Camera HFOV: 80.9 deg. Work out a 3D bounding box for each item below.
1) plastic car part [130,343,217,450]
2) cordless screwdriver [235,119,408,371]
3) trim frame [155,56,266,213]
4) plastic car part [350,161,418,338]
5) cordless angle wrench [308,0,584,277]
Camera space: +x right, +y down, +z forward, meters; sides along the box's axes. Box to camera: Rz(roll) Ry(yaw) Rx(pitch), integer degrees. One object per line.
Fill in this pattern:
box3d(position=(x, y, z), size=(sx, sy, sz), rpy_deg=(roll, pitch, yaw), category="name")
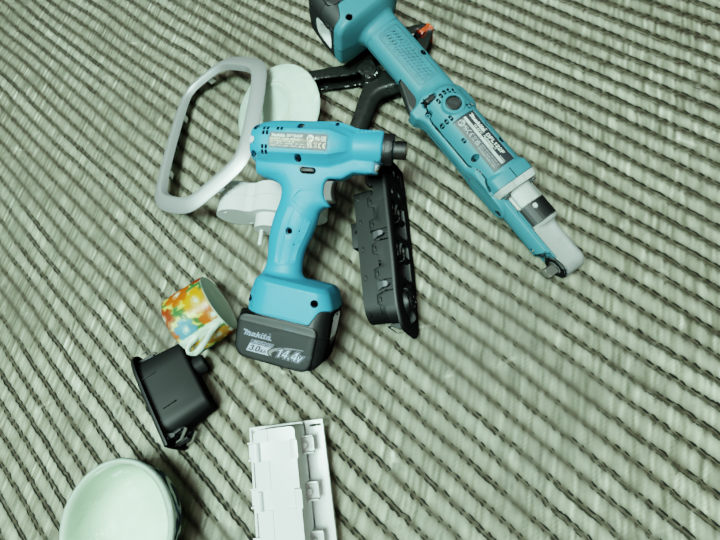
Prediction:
box3d(position=(-0.201, 0.127, 0.470), size=(0.070, 0.064, 0.121), rpy_deg=(-29, 65, -15), category="plastic car part")
box3d(position=(-0.042, -0.028, 0.434), size=(0.163, 0.073, 0.248), rpy_deg=(6, 91, 13), category="cordless screwdriver")
box3d(position=(-0.199, -0.183, 0.554), size=(0.191, 0.026, 0.254), rpy_deg=(-10, 65, 27), category="trim frame")
box3d(position=(0.024, -0.026, 0.462), size=(0.068, 0.063, 0.208), rpy_deg=(-14, 70, 16), category="plastic car part")
box3d(position=(0.095, -0.173, 0.471), size=(0.098, 0.073, 0.432), rpy_deg=(-35, 79, -4), category="cordless angle wrench")
